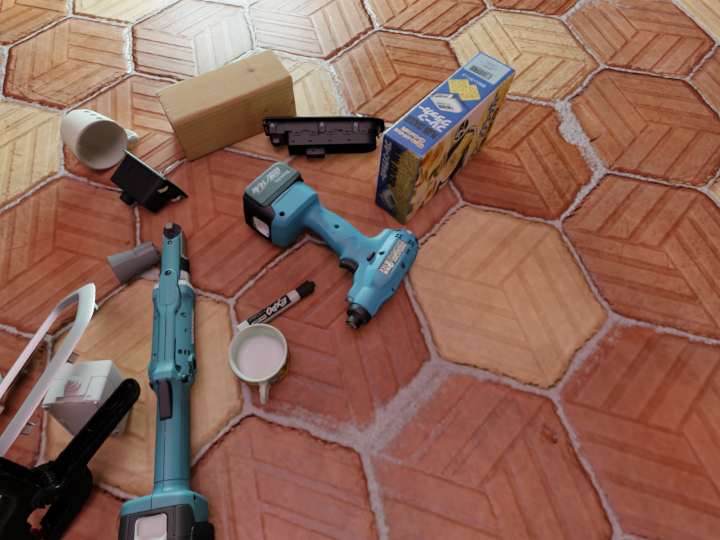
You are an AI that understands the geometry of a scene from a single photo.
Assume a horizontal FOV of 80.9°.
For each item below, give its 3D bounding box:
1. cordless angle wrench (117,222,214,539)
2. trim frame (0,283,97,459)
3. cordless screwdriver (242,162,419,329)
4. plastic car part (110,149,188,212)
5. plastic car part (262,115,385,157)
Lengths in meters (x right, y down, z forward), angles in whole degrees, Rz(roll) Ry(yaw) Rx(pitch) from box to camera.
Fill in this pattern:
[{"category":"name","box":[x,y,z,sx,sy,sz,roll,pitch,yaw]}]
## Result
[{"category":"cordless angle wrench","box":[-0.231,0.120,0.518,0.074,0.095,0.439,-10,59,-7]},{"category":"trim frame","box":[-0.381,0.124,0.489,0.193,0.026,0.251,-4,57,41]},{"category":"cordless screwdriver","box":[-0.058,-0.038,0.591,0.255,0.073,0.158,30,61,12]},{"category":"plastic car part","box":[-0.345,-0.132,0.666,0.121,0.064,0.071,30,81,18]},{"category":"plastic car part","box":[-0.057,-0.221,0.698,0.203,0.065,0.068,-5,74,-1]}]
